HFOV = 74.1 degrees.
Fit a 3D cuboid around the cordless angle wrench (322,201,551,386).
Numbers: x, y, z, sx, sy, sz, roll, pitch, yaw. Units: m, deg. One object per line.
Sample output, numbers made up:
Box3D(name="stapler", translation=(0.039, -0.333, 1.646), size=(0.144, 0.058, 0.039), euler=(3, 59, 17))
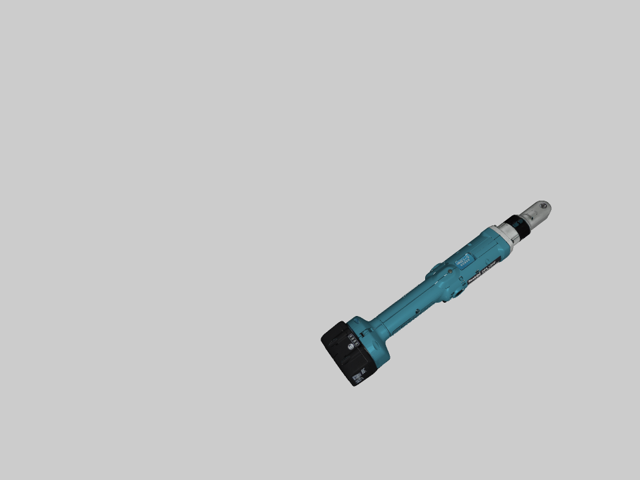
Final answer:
Box3D(name="cordless angle wrench", translation=(0.196, 0.064, 0.659), size=(0.422, 0.074, 0.098), euler=(-35, -29, -7))
